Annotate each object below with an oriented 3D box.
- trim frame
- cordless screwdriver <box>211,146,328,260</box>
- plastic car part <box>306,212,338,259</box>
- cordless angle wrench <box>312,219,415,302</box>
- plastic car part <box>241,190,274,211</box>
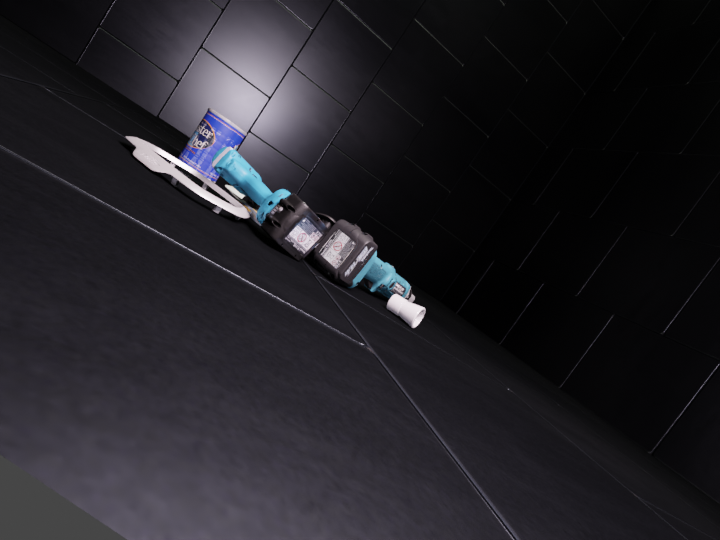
[{"bbox_3d":[-0.278,-0.148,0.685,0.260,0.027,0.176,38,4,24],"label":"trim frame"},{"bbox_3d":[-0.155,-0.114,0.745,0.263,0.074,0.151,42,-2,35],"label":"cordless screwdriver"},{"bbox_3d":[-0.075,-0.049,0.768,0.068,0.071,0.112,27,-16,17],"label":"plastic car part"},{"bbox_3d":[0.043,0.016,0.871,0.078,0.098,0.401,40,3,29],"label":"cordless angle wrench"},{"bbox_3d":[-0.174,-0.116,0.880,0.214,0.066,0.063,37,-5,36],"label":"plastic car part"}]
